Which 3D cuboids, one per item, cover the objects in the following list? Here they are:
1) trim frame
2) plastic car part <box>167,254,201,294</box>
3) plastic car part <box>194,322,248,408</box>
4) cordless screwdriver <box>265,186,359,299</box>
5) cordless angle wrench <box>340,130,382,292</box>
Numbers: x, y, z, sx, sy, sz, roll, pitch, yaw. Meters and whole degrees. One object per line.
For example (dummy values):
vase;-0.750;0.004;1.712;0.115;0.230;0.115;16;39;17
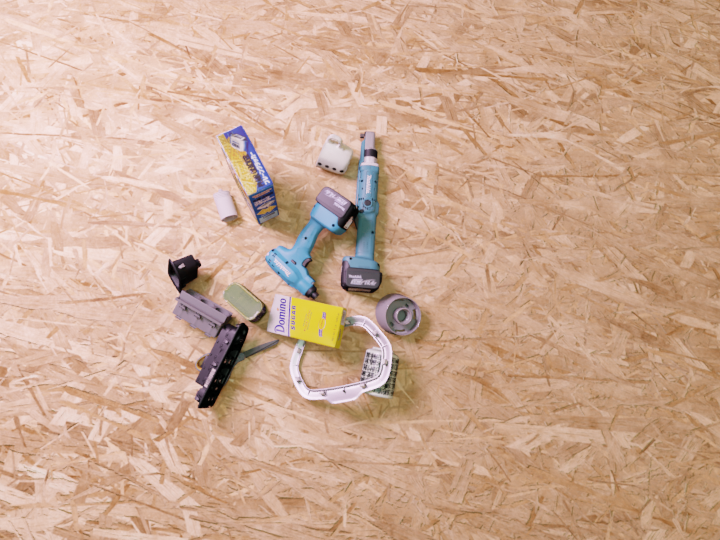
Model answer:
trim frame;-0.050;0.201;0.958;0.253;0.026;0.189;-15;67;15
plastic car part;-0.414;-0.001;1.004;0.069;0.118;0.067;-31;83;-33
plastic car part;-0.320;0.206;0.964;0.070;0.063;0.203;24;80;26
cordless screwdriver;-0.098;-0.064;1.003;0.164;0.072;0.249;42;97;16
cordless angle wrench;0.013;-0.159;1.062;0.098;0.073;0.429;4;75;-1
